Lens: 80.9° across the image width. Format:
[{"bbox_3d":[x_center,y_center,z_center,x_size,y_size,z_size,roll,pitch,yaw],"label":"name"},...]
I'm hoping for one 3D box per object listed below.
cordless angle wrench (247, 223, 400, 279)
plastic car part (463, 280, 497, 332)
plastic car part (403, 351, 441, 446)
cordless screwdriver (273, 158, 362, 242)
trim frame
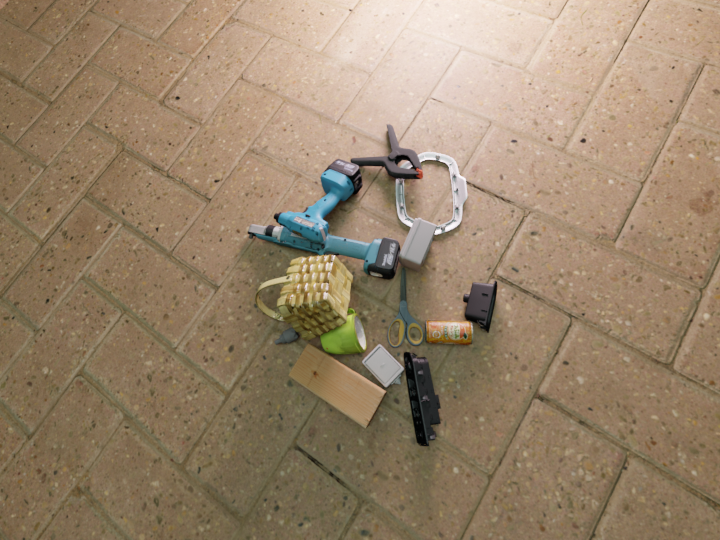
[{"bbox_3d":[-0.110,-0.072,1.128,0.436,0.071,0.099,13,74,17],"label":"cordless angle wrench"},{"bbox_3d":[0.281,0.079,1.006,0.074,0.062,0.118,6,69,26],"label":"plastic car part"},{"bbox_3d":[0.141,0.282,0.956,0.067,0.065,0.208,-10,69,-5],"label":"plastic car part"},{"bbox_3d":[-0.111,-0.193,1.138,0.167,0.071,0.248,21,63,26],"label":"cordless screwdriver"},{"bbox_3d":[0.189,-0.213,1.140,0.187,0.026,0.253,-2,69,9],"label":"trim frame"}]
